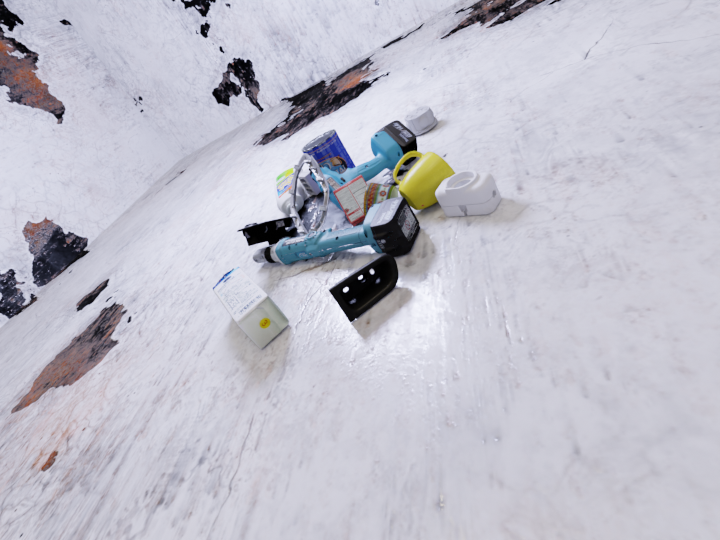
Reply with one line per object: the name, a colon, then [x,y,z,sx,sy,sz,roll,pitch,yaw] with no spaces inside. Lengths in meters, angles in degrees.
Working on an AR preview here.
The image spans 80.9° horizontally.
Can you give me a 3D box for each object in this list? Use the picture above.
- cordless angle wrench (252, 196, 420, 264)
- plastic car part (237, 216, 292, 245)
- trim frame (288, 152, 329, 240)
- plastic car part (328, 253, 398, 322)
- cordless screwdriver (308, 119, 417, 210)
cordless angle wrench: [-0.086,-0.056,0.879,0.441,0.071,0.098,-9,37,39]
plastic car part: [-0.228,-0.093,1.022,0.068,0.067,0.198,-8,5,18]
trim frame: [-0.128,-0.177,1.001,0.182,0.026,0.261,-66,33,29]
plastic car part: [0.004,0.020,0.700,0.116,0.064,0.073,-36,15,-10]
cordless screwdriver: [0.005,-0.262,1.015,0.247,0.071,0.167,-40,63,-8]
